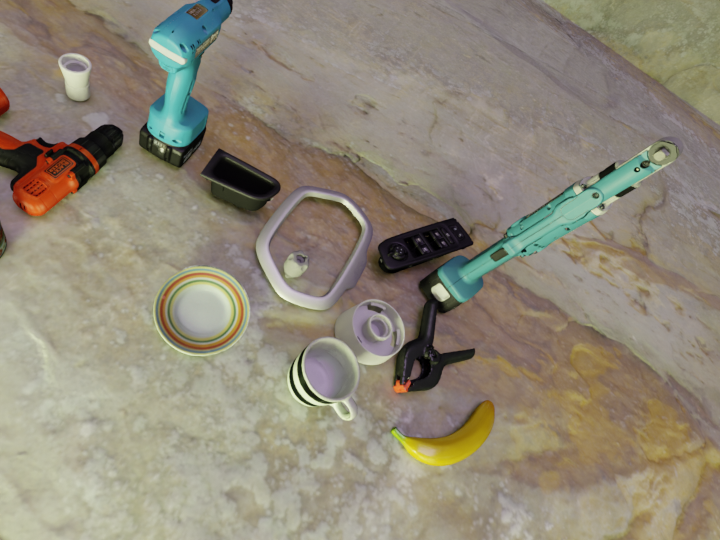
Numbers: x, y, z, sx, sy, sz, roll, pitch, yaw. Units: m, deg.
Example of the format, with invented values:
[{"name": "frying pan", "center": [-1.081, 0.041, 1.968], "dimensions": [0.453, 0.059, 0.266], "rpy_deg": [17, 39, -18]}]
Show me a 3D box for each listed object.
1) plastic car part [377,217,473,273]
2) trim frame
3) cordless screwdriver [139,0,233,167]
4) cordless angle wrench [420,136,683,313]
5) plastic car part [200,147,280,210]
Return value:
[{"name": "plastic car part", "center": [0.108, -0.041, 0.777], "dimensions": [0.196, 0.067, 0.068], "rpy_deg": [-17, 72, -32]}, {"name": "trim frame", "center": [-0.070, -0.046, 0.720], "dimensions": [0.183, 0.028, 0.249], "rpy_deg": [33, 53, -5]}, {"name": "cordless screwdriver", "center": [-0.255, -0.281, 0.630], "dimensions": [0.073, 0.251, 0.161], "rpy_deg": [30, 54, -13]}, {"name": "cordless angle wrench", "center": [0.248, -0.051, 0.625], "dimensions": [0.095, 0.427, 0.075], "rpy_deg": [-29, 82, -37]}, {"name": "plastic car part", "center": [-0.195, -0.132, 0.683], "dimensions": [0.114, 0.071, 0.067], "rpy_deg": [28, 54, -10]}]
